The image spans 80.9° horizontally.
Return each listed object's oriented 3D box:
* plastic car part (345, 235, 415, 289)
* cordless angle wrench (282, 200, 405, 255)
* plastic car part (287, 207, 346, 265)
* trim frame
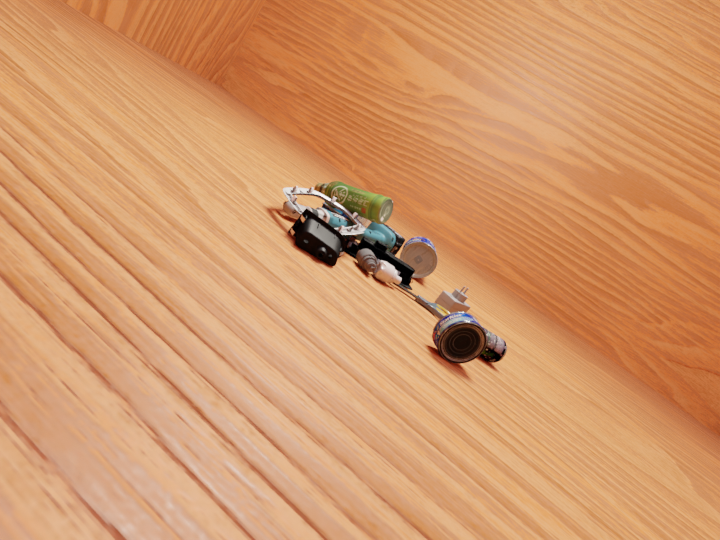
[{"bbox_3d":[0.048,-0.027,1.007,0.201,0.067,0.067,36,6,-5],"label":"plastic car part"},{"bbox_3d":[-0.036,-0.108,1.068,0.400,0.074,0.103,13,25,-51],"label":"cordless angle wrench"},{"bbox_3d":[-0.079,-0.052,0.808,0.114,0.066,0.072,35,28,-12],"label":"plastic car part"},{"bbox_3d":[-0.073,-0.133,0.941,0.190,0.027,0.240,41,19,15],"label":"trim frame"}]
